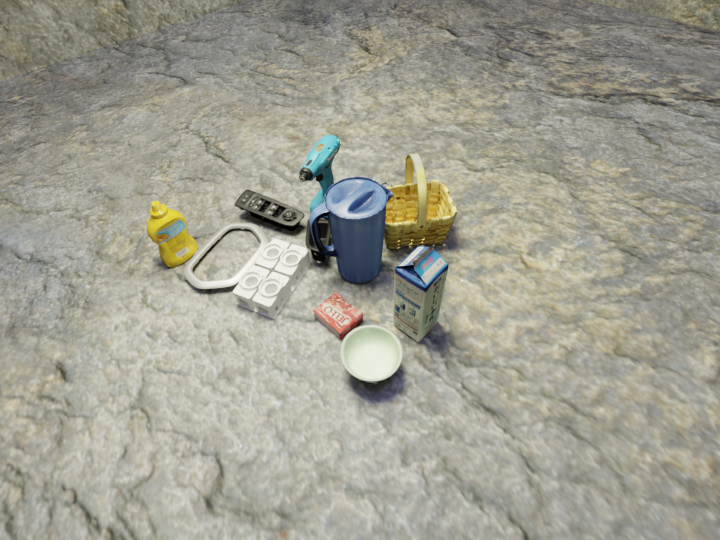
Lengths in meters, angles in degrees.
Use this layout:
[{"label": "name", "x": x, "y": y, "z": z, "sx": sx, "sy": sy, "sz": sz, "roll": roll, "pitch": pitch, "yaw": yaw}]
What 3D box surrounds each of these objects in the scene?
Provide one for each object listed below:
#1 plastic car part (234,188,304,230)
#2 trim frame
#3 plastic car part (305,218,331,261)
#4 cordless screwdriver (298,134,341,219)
[{"label": "plastic car part", "x": -0.249, "y": -0.158, "z": 1.173, "sx": 0.211, "sy": 0.064, "sz": 0.066, "roll": 20, "pitch": 53, "yaw": 22}, {"label": "trim frame", "x": -0.350, "y": -0.042, "z": 1.110, "sx": 0.191, "sy": 0.026, "sz": 0.249, "roll": 16, "pitch": 53, "yaw": 20}, {"label": "plastic car part", "x": -0.105, "y": -0.069, "z": 1.075, "sx": 0.067, "sy": 0.068, "sz": 0.120, "roll": -1, "pitch": 49, "yaw": 4}, {"label": "cordless screwdriver", "x": -0.098, "y": -0.202, "z": 1.076, "sx": 0.077, "sy": 0.240, "sz": 0.159, "roll": 18, "pitch": 52, "yaw": 17}]
